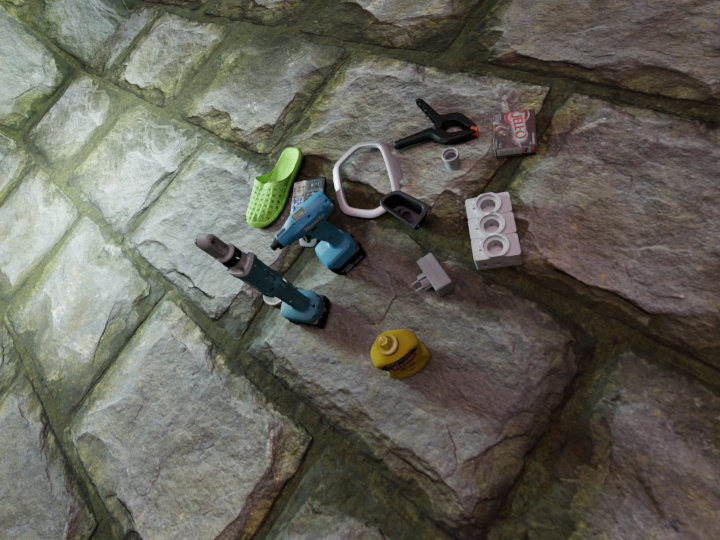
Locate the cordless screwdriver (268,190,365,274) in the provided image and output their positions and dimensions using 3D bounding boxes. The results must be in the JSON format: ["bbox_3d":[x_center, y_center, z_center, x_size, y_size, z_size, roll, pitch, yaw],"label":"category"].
[{"bbox_3d":[-0.094,-0.062,0.966,0.159,0.236,0.078,-41,57,1],"label":"cordless screwdriver"}]

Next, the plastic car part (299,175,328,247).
[{"bbox_3d":[-0.121,-0.146,1.124,0.069,0.063,0.207,-4,64,23],"label":"plastic car part"}]

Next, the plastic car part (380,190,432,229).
[{"bbox_3d":[0.109,-0.139,1.007,0.123,0.067,0.066,37,85,34],"label":"plastic car part"}]

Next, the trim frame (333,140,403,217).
[{"bbox_3d":[0.018,-0.245,1.128,0.188,0.026,0.257,-20,59,16],"label":"trim frame"}]

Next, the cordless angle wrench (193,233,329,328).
[{"bbox_3d":[-0.188,0.026,0.868,0.102,0.401,0.075,4,68,25],"label":"cordless angle wrench"}]
